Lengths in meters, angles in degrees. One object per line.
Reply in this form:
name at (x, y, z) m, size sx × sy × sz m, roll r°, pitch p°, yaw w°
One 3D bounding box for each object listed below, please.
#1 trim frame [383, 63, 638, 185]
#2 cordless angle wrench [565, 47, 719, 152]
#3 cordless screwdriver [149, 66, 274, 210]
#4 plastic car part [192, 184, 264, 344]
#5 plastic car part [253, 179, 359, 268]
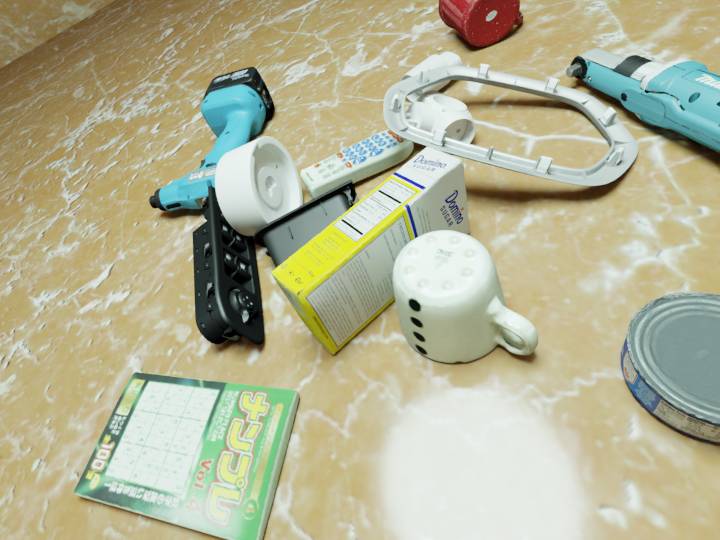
trim frame at (0.145, -0.157, 0.431) m, size 0.256 × 0.027 × 0.184 m, roll 21°, pitch 56°, yaw 15°
cordless angle wrench at (0.322, -0.100, 0.324) m, size 0.098 × 0.071 × 0.444 m, roll -25°, pitch 45°, yaw 0°
cordless screwdriver at (-0.212, -0.189, 0.622) m, size 0.163 × 0.070 × 0.256 m, roll -11°, pitch 52°, yaw 14°
plastic car part at (-0.147, -0.004, 0.446) m, size 0.067 × 0.063 × 0.213 m, roll -33°, pitch 47°, yaw 6°
plastic car part at (-0.042, -0.027, 0.427) m, size 0.117 × 0.063 × 0.074 m, roll -29°, pitch 61°, yaw 2°
